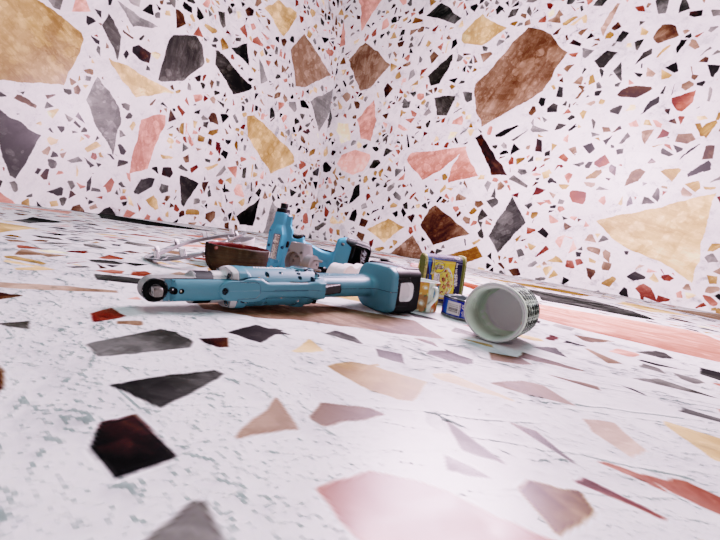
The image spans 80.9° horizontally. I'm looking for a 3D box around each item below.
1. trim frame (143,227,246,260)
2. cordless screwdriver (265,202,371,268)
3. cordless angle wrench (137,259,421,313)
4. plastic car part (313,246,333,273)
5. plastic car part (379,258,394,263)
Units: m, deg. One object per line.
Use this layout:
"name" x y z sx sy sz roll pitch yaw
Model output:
"trim frame" -0.343 -0.058 0.901 0.188 0.027 0.247 -4 14 13
"cordless screwdriver" -0.098 -0.064 1.006 0.251 0.159 0.074 11 3 5
"cordless angle wrench" -0.086 0.022 0.586 0.403 0.074 0.103 1 8 -40
"plastic car part" -0.110 -0.019 1.087 0.121 0.065 0.069 14 20 21
"plastic car part" 0.047 0.011 1.006 0.067 0.066 0.203 -17 6 1
